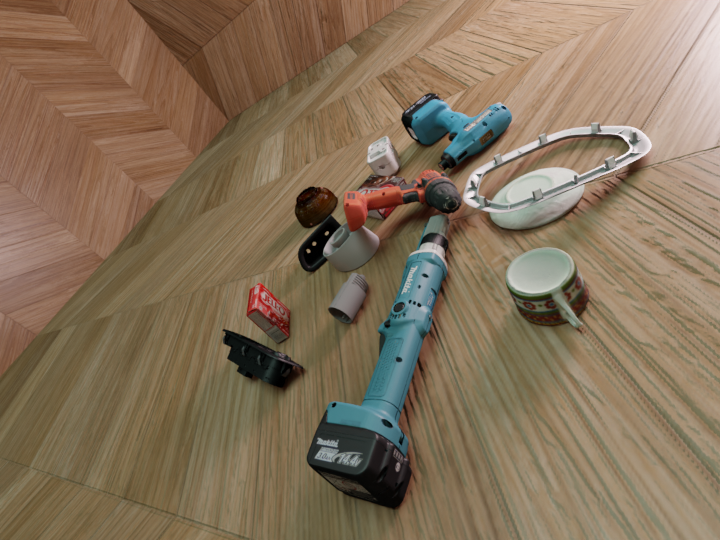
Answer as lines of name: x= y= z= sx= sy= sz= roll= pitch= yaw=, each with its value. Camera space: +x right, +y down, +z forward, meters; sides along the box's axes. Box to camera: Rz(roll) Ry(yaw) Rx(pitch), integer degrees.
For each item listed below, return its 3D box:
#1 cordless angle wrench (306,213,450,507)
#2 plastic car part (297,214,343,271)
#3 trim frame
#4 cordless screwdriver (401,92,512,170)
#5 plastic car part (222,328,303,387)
cordless angle wrench: x=0.061 y=0.067 z=0.558 sx=0.102 sy=0.071 sz=0.425 roll=-12 pitch=40 yaw=39
plastic car part: x=-0.086 y=-0.056 z=0.882 sx=0.116 sy=0.064 sz=0.073 roll=-43 pitch=15 yaw=1
trim frame: x=0.269 y=-0.152 z=0.609 sx=0.251 sy=0.026 sz=0.191 roll=-22 pitch=32 yaw=7
cordless screwdriver: x=0.170 y=-0.289 z=0.880 sx=0.159 sy=0.071 sz=0.262 roll=-41 pitch=35 yaw=-1
plastic car part: x=-0.177 y=0.149 z=0.714 sx=0.213 sy=0.063 sz=0.067 roll=3 pitch=60 yaw=48
